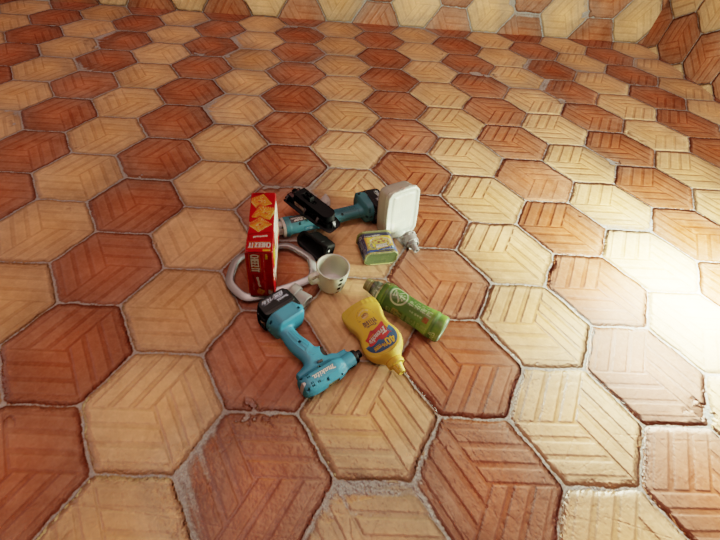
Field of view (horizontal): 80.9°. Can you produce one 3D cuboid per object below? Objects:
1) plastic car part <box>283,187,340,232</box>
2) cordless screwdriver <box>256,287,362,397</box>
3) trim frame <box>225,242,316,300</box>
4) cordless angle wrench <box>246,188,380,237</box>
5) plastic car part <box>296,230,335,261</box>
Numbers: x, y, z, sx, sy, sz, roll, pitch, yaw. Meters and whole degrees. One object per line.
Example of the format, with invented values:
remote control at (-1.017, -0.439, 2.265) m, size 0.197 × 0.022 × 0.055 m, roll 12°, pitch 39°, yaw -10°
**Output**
plastic car part at (-0.134, -0.183, 1.205) m, size 0.065 × 0.065 × 0.213 m, roll -29°, pitch 57°, yaw -33°
cordless screwdriver at (-0.122, 0.150, 0.969) m, size 0.155 × 0.073 × 0.261 m, roll -26°, pitch 58°, yaw -27°
trim frame at (-0.236, 0.003, 1.125) m, size 0.242 × 0.027 × 0.194 m, roll -17°, pitch 50°, yaw -22°
cordless angle wrench at (-0.127, -0.153, 1.252) m, size 0.415 × 0.072 × 0.103 m, roll -15°, pitch 51°, yaw -15°
plastic car part at (-0.117, -0.076, 1.192) m, size 0.068 × 0.065 × 0.123 m, roll -17°, pitch 46°, yaw -41°
